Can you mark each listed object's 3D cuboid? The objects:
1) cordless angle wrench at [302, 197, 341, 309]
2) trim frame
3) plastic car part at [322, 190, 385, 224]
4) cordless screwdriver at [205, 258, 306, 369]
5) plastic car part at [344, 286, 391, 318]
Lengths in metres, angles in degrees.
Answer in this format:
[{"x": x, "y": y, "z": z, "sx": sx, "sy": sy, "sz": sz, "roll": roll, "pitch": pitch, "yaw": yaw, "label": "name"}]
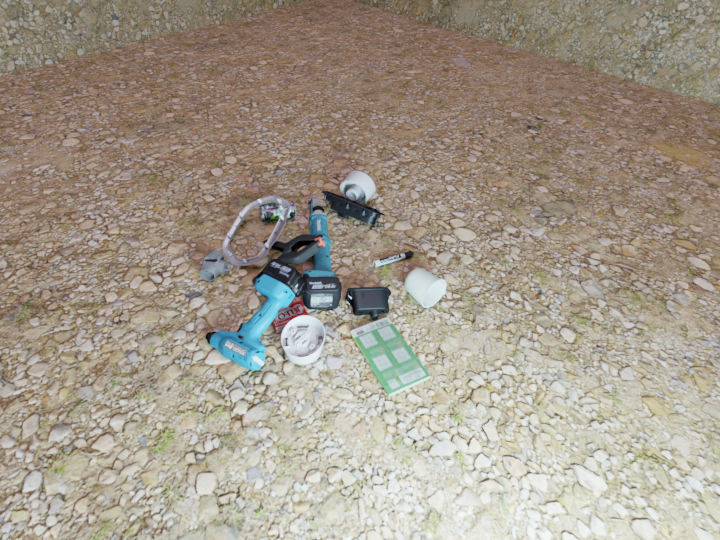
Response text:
[{"x": -0.116, "y": -0.076, "z": 1.191, "sx": 0.097, "sy": 0.072, "sz": 0.439, "roll": -3, "pitch": 43, "yaw": -6, "label": "cordless angle wrench"}, {"x": -0.297, "y": -0.120, "z": 1.206, "sx": 0.193, "sy": 0.026, "sz": 0.250, "roll": 11, "pitch": 61, "yaw": 27, "label": "trim frame"}, {"x": -0.027, "y": -0.189, "z": 1.300, "sx": 0.210, "sy": 0.067, "sz": 0.064, "roll": 20, "pitch": 4, "yaw": 19, "label": "plastic car part"}, {"x": -0.244, "y": 0.092, "z": 0.984, "sx": 0.167, "sy": 0.071, "sz": 0.249, "roll": 16, "pitch": 65, "yaw": 28, "label": "cordless screwdriver"}, {"x": 0.025, "y": 0.083, "z": 1.046, "sx": 0.115, "sy": 0.065, "sz": 0.073, "roll": 0, "pitch": 60, "yaw": -6, "label": "plastic car part"}]
